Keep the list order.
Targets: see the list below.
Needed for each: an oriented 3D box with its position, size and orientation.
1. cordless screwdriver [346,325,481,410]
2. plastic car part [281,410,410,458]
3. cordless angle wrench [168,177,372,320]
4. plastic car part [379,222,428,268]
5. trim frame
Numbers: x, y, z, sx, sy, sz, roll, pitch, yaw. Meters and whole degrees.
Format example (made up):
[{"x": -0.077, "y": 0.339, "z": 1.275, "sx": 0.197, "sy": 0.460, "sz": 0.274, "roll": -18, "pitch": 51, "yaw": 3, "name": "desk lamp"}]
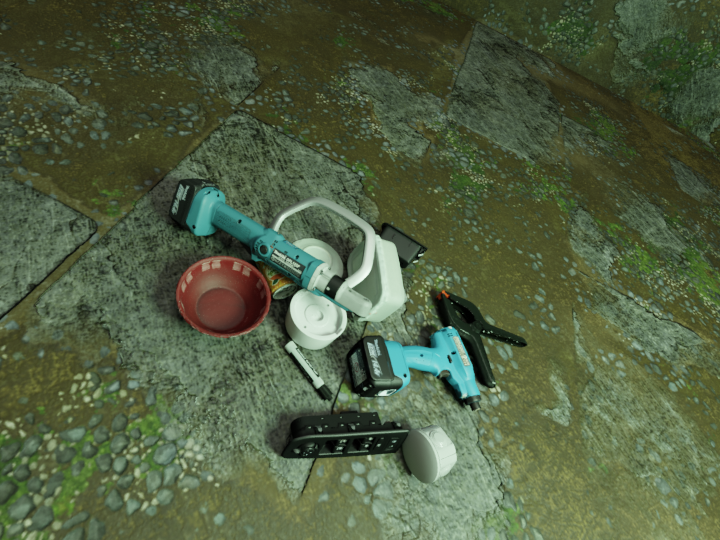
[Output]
[{"x": 0.106, "y": 0.190, "z": 0.776, "sx": 0.239, "sy": 0.074, "sz": 0.166, "roll": 0, "pitch": 55, "yaw": -27, "name": "cordless screwdriver"}, {"x": -0.027, "y": 0.258, "z": 0.674, "sx": 0.196, "sy": 0.065, "sz": 0.070, "roll": 1, "pitch": 45, "yaw": -22, "name": "plastic car part"}, {"x": -0.164, "y": -0.040, "z": 0.766, "sx": 0.437, "sy": 0.097, "sz": 0.072, "roll": 30, "pitch": 18, "yaw": 17, "name": "cordless angle wrench"}, {"x": 0.081, "y": -0.048, "z": 0.963, "sx": 0.118, "sy": 0.065, "sz": 0.071, "roll": 32, "pitch": 63, "yaw": 7, "name": "plastic car part"}, {"x": -0.084, "y": -0.055, "z": 0.856, "sx": 0.260, "sy": 0.026, "sz": 0.183, "roll": 33, "pitch": 76, "yaw": 24, "name": "trim frame"}]
